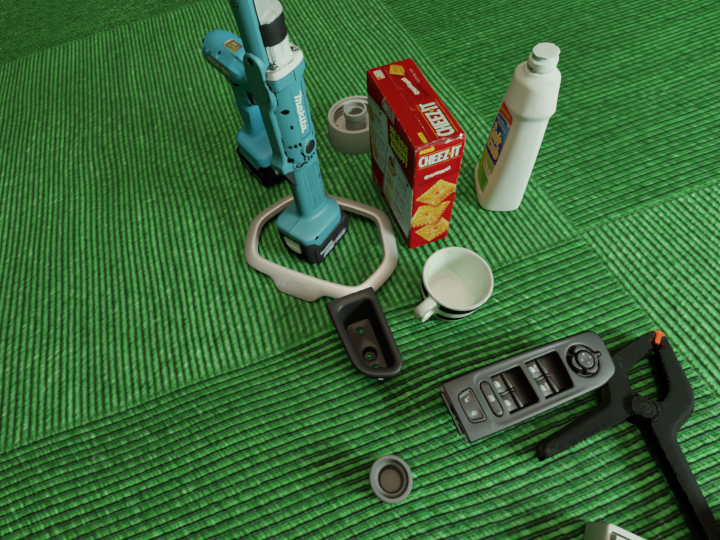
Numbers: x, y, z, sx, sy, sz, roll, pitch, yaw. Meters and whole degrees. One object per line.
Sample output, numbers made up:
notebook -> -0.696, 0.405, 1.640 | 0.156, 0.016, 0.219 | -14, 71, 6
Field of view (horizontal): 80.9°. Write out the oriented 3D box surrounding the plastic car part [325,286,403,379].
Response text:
plastic car part -> 0.008, 0.092, 0.538 | 0.065, 0.068, 0.122 | -20, 59, -6

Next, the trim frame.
trim frame -> -0.064, -0.042, 0.655 | 0.257, 0.026, 0.185 | 17, 63, 18

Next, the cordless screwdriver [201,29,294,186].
cordless screwdriver -> -0.154, -0.231, 0.658 | 0.073, 0.240, 0.167 | -38, 63, -17

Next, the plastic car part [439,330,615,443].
plastic car part -> 0.193, 0.132, 0.487 | 0.202, 0.064, 0.069 | -21, 59, -5

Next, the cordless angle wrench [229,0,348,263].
cordless angle wrench -> -0.081, -0.154, 0.501 | 0.077, 0.408, 0.097 | 31, 66, 19
